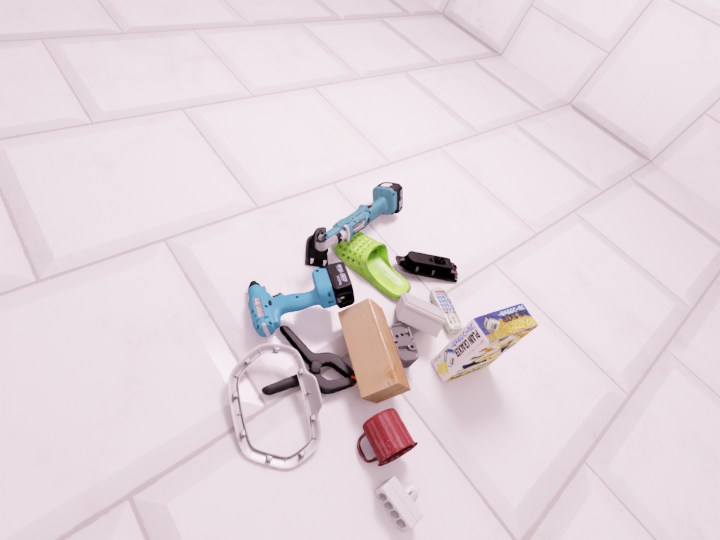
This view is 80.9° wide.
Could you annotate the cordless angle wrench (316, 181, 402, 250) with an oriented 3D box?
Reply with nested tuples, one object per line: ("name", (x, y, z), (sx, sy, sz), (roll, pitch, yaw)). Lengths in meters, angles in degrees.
("cordless angle wrench", (0.000, -0.148, 1.198), (0.078, 0.095, 0.415), (11, 32, 28))

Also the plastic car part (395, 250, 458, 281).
("plastic car part", (0.200, -0.016, 1.221), (0.197, 0.067, 0.068), (7, 56, -17))

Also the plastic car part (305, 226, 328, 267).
("plastic car part", (-0.114, -0.075, 1.169), (0.064, 0.070, 0.120), (8, 53, -16))

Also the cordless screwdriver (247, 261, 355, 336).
("cordless screwdriver", (-0.148, 0.050, 1.012), (0.247, 0.071, 0.167), (-21, 46, -7))

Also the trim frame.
("trim frame", (-0.172, 0.271, 0.869), (0.179, 0.027, 0.257), (-10, 65, -19))
